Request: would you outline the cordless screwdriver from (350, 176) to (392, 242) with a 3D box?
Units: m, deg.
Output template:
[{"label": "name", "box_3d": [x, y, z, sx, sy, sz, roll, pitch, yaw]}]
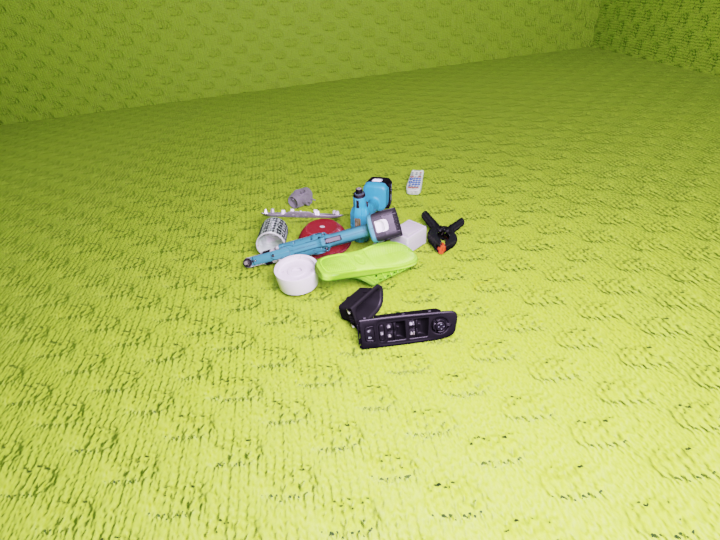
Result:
[{"label": "cordless screwdriver", "box_3d": [0.028, -0.208, 1.234, 0.077, 0.154, 0.249, 8, 36, 16]}]

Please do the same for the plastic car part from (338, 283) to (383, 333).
[{"label": "plastic car part", "box_3d": [-0.005, 0.076, 0.941, 0.074, 0.064, 0.115, 3, 31, 36]}]

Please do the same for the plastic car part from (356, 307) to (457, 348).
[{"label": "plastic car part", "box_3d": [0.095, 0.114, 0.871, 0.204, 0.065, 0.067, -6, 10, 3]}]

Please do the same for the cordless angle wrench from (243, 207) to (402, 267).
[{"label": "cordless angle wrench", "box_3d": [-0.107, -0.070, 1.096, 0.430, 0.074, 0.096, -14, 1, 12]}]

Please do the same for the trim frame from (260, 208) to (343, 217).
[{"label": "trim frame", "box_3d": [-0.174, -0.171, 1.261, 0.249, 0.027, 0.185, 3, 10, 0]}]
